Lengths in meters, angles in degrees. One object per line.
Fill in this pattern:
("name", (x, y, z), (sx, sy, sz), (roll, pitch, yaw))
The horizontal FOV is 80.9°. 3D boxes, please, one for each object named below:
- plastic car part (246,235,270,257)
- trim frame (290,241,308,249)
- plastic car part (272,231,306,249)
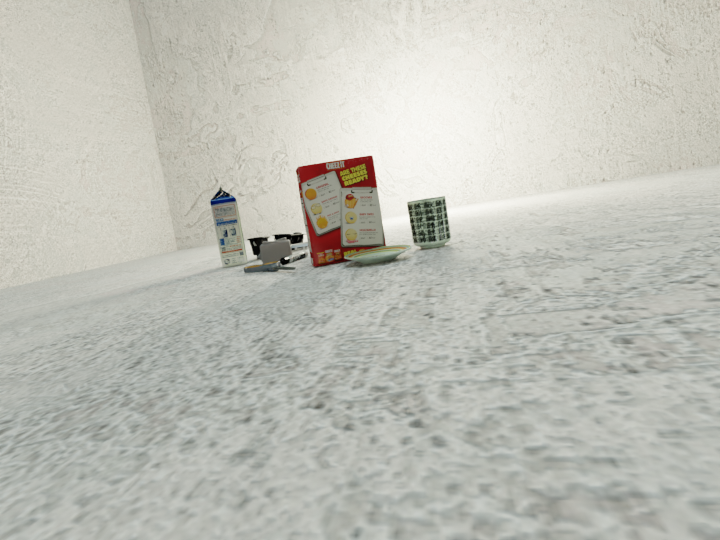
("plastic car part", (-0.320, -0.072, 1.334), (0.066, 0.070, 0.117), (-10, 7, -2))
("trim frame", (-0.135, -0.088, 1.376), (0.193, 0.027, 0.239), (-1, 12, 45))
("plastic car part", (-0.238, -0.106, 1.476), (0.068, 0.066, 0.200), (-8, 8, 12))
